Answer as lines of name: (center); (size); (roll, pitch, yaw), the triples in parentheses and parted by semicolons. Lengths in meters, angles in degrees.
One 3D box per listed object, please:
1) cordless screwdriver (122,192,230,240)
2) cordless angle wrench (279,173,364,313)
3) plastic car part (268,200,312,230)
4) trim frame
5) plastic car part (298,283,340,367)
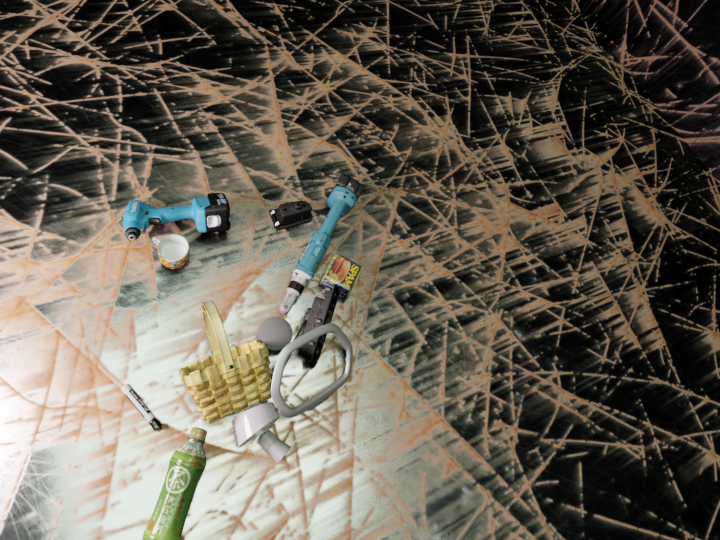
cordless screwdriver: (-0.445, -0.126, 1.033); (0.243, 0.072, 0.167); (-6, 34, -17)
cordless angle wrench: (-0.110, -0.072, 1.125); (0.073, 0.099, 0.425); (29, 65, -8)
plastic car part: (-0.184, -0.162, 1.157); (0.114, 0.071, 0.068); (-18, 75, -20)
trim frame: (-0.104, 0.225, 0.961); (0.240, 0.029, 0.181); (-24, 107, -43)
plastic car part: (-0.105, 0.131, 1.025); (0.068, 0.065, 0.205); (11, 76, 6)
